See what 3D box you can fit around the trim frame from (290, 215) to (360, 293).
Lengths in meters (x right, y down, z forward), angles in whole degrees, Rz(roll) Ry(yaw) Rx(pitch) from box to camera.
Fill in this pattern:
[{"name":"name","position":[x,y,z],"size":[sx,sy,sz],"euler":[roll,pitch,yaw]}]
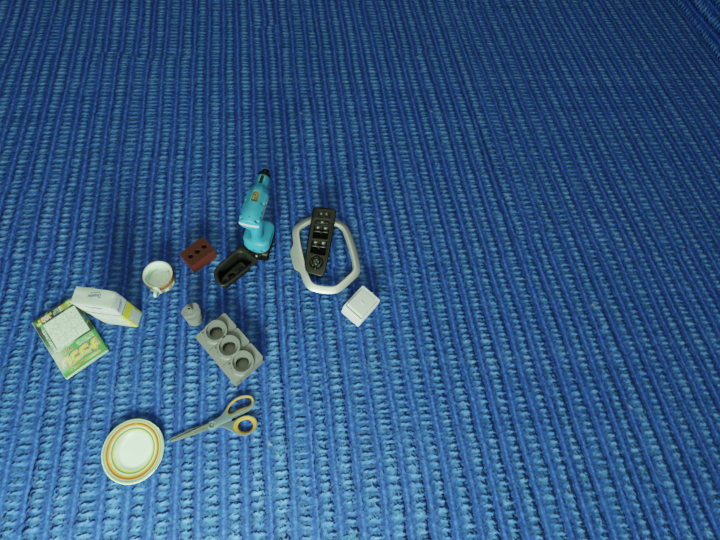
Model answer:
[{"name":"trim frame","position":[-0.102,-0.049,1.182],"size":[0.181,0.027,0.257],"euler":[-12,66,-11]}]

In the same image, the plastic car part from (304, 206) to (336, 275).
[{"name":"plastic car part","position":[-0.115,-0.075,1.172],"size":[0.066,0.066,0.207],"euler":[8,64,-4]}]

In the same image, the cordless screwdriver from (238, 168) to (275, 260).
[{"name":"cordless screwdriver","position":[-0.260,-0.136,1.089],"size":[0.074,0.245,0.162],"euler":[12,65,-5]}]

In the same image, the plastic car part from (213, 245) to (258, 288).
[{"name":"plastic car part","position":[-0.333,0.003,1.113],"size":[0.068,0.070,0.115],"euler":[41,67,11]}]
